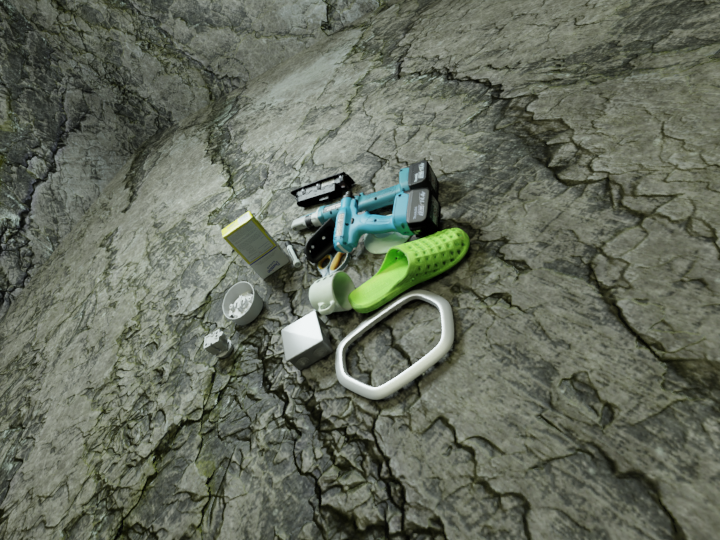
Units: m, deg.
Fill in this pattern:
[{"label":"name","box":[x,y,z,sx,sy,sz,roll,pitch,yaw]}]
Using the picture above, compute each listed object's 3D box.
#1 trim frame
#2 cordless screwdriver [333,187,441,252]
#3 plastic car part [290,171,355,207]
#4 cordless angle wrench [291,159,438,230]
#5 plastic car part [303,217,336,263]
[{"label":"trim frame","box":[0.060,0.131,0.780,0.249,0.026,0.194,-38,39,2]},{"label":"cordless screwdriver","box":[0.052,-0.134,0.968,0.258,0.070,0.162,-9,61,31]},{"label":"plastic car part","box":[-0.117,-0.231,1.261,0.211,0.063,0.068,-7,72,31]},{"label":"cordless angle wrench","box":[-0.012,-0.169,1.108,0.437,0.070,0.100,-14,44,30]},{"label":"plastic car part","box":[-0.105,-0.069,1.079,0.115,0.065,0.073,-44,12,-18]}]
